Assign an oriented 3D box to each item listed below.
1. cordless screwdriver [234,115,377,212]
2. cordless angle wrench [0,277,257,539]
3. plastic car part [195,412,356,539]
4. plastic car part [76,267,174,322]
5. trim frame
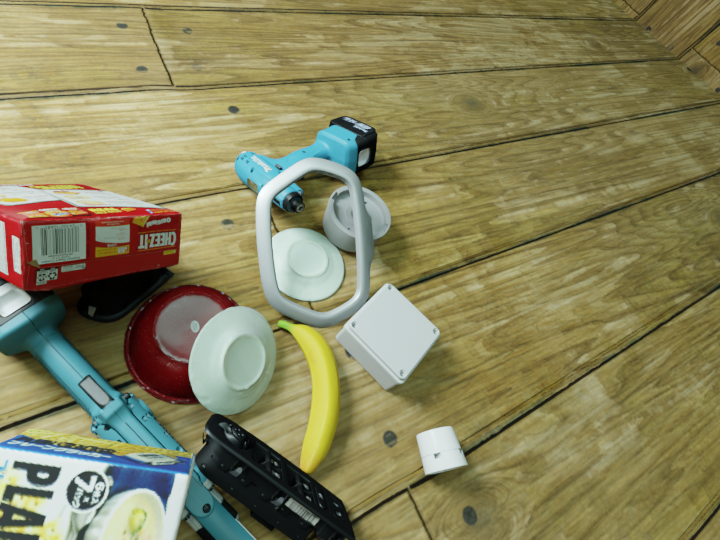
[{"bbox_3d":[-0.070,-0.178,0.717,0.243,0.072,0.168,-30,52,-30],"label":"cordless screwdriver"},{"bbox_3d":[-0.254,0.165,0.454,0.427,0.098,0.073,43,54,5],"label":"cordless angle wrench"},{"bbox_3d":[-0.100,0.232,0.459,0.067,0.067,0.199,-44,100,2],"label":"plastic car part"},{"bbox_3d":[-0.304,0.008,0.540,0.067,0.070,0.116,34,51,3],"label":"plastic car part"},{"bbox_3d":[-0.060,-0.039,0.617,0.179,0.028,0.247,-7,93,-19],"label":"trim frame"}]
